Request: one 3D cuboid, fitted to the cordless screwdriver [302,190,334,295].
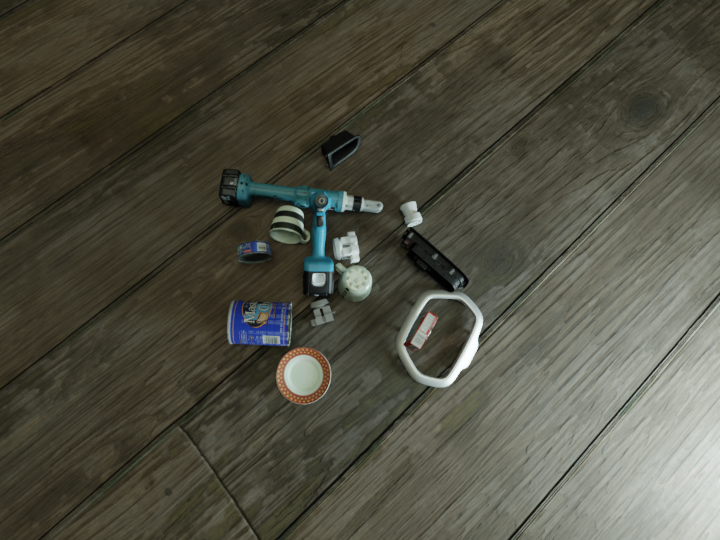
[{"bbox_3d":[-0.098,-0.064,1.002,0.074,0.161,0.247,1,95,-7],"label":"cordless screwdriver"}]

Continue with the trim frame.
[{"bbox_3d":[0.195,0.160,1.033,0.188,0.027,0.248,29,73,9],"label":"trim frame"}]

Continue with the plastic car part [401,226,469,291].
[{"bbox_3d":[0.180,-0.019,1.059,0.206,0.066,0.066,39,57,8],"label":"plastic car part"}]

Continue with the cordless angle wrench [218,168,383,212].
[{"bbox_3d":[-0.151,-0.193,1.109,0.422,0.097,0.075,7,78,-2],"label":"cordless angle wrench"}]

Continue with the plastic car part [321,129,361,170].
[{"bbox_3d":[-0.063,-0.346,1.174,0.115,0.064,0.074,-41,66,-15],"label":"plastic car part"}]
